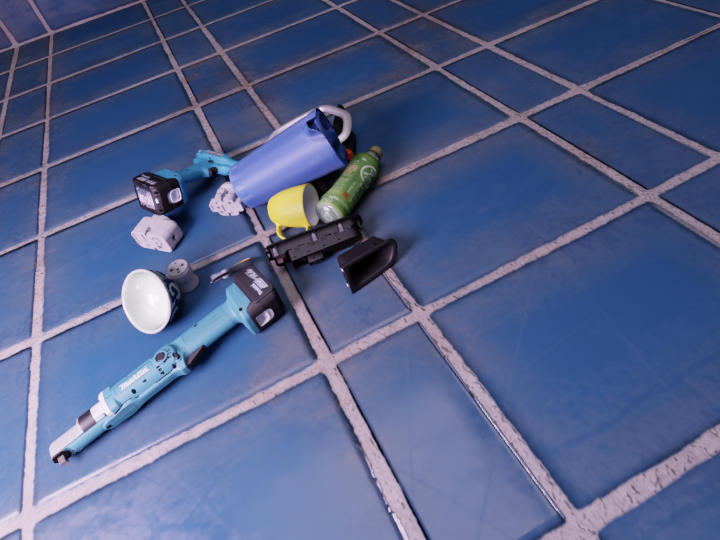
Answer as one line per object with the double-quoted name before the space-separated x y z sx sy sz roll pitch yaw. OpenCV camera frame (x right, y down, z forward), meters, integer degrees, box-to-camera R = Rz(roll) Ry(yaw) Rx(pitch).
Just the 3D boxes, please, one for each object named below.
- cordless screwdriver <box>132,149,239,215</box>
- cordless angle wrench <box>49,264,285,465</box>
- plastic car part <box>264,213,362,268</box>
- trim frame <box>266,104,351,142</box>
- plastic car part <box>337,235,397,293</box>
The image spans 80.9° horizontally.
"cordless screwdriver" -0.390 -0.214 0.994 0.166 0.072 0.246 17 40 24
"cordless angle wrench" -0.319 0.156 0.707 0.419 0.071 0.103 -39 54 -16
"plastic car part" -0.080 -0.053 0.823 0.201 0.064 0.070 -25 61 -8
"trim frame" -0.136 -0.325 1.048 0.250 0.026 0.192 -25 54 7
"plastic car part" 0.005 -0.023 0.785 0.115 0.063 0.075 -35 39 -20
